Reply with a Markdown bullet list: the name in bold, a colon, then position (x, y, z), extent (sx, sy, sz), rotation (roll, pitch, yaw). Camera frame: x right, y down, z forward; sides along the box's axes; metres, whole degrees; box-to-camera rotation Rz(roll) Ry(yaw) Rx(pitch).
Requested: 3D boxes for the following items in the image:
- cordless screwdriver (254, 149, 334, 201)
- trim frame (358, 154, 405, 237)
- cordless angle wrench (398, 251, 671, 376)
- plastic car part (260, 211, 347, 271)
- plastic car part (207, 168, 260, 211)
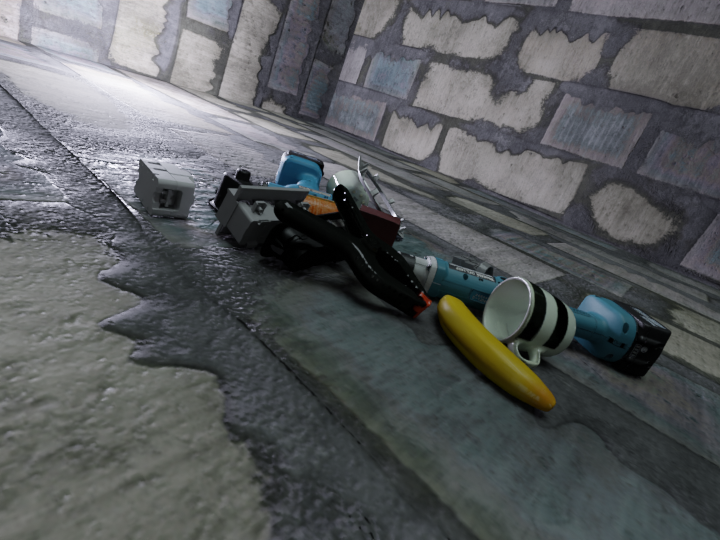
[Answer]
- **cordless screwdriver**: position (-0.133, -0.172, 0.829), extent (0.154, 0.074, 0.259), rotation (13, 25, -18)
- **trim frame**: position (0.043, -0.157, 0.881), extent (0.181, 0.028, 0.250), rotation (54, 15, -12)
- **cordless angle wrench**: position (0.196, 0.037, 0.596), extent (0.423, 0.073, 0.099), rotation (17, 19, 0)
- **plastic car part**: position (-0.056, -0.037, 0.571), extent (0.069, 0.067, 0.195), rotation (54, 29, 14)
- **plastic car part**: position (-0.179, -0.114, 0.633), extent (0.123, 0.070, 0.063), rotation (37, 23, 32)
